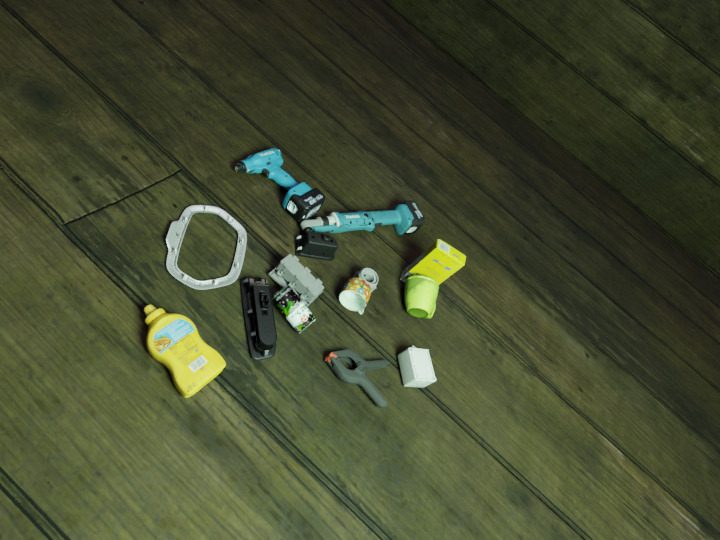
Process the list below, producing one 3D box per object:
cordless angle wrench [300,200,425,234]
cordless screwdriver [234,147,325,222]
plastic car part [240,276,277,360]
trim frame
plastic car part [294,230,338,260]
[{"bbox_3d":[0.007,-0.148,1.266,0.406,0.074,0.102,-9,62,-33],"label":"cordless angle wrench"},{"bbox_3d":[-0.229,-0.242,1.195,0.256,0.074,0.155,46,46,14],"label":"cordless screwdriver"},{"bbox_3d":[-0.219,0.097,0.944,0.063,0.068,0.210,10,54,-36],"label":"plastic car part"},{"bbox_3d":[-0.364,-0.062,1.005,0.178,0.028,0.255,16,51,-18],"label":"trim frame"},{"bbox_3d":[-0.111,-0.072,1.132,0.112,0.071,0.068,9,54,-23],"label":"plastic car part"}]
